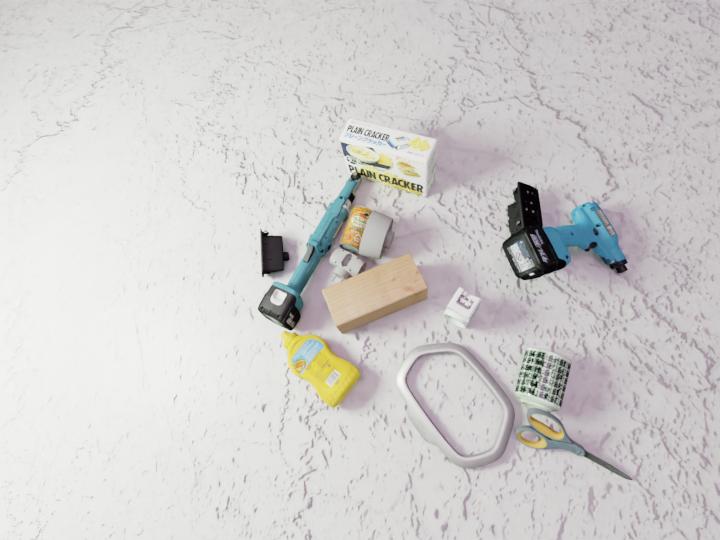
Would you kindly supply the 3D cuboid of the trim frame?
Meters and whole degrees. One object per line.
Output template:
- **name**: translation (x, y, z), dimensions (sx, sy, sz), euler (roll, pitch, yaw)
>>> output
- **trim frame**: translation (0.184, 0.260, 0.843), dimensions (0.183, 0.026, 0.259), euler (-37, 67, -5)

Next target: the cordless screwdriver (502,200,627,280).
- **cordless screwdriver**: translation (0.422, -0.040, 0.850), dimensions (0.242, 0.074, 0.163), euler (-18, 75, -22)

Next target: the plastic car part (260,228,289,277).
- **plastic car part**: translation (-0.212, -0.040, 1.040), dimensions (0.070, 0.065, 0.119), euler (-7, 70, -7)

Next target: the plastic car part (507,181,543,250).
- **plastic car part**: translation (0.357, -0.090, 0.923), dimensions (0.069, 0.063, 0.208), euler (-28, 55, 46)

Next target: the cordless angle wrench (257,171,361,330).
- **cordless angle wrench**: translation (-0.099, -0.065, 1.011), dimensions (0.077, 0.094, 0.424), euler (22, 70, 17)
